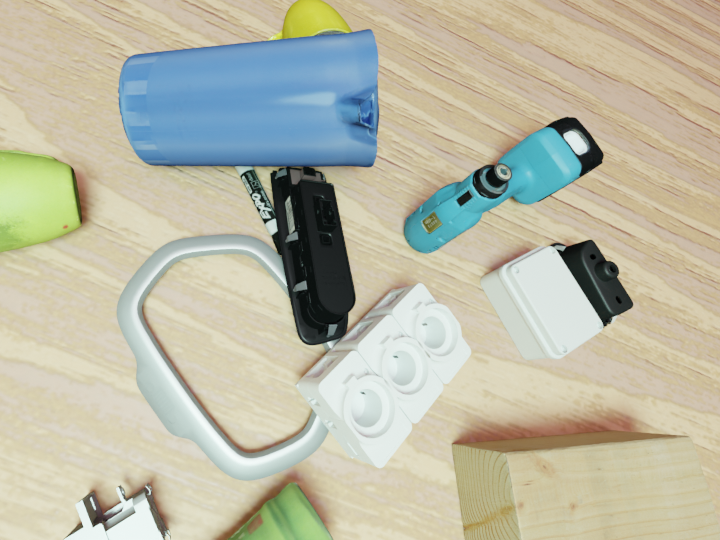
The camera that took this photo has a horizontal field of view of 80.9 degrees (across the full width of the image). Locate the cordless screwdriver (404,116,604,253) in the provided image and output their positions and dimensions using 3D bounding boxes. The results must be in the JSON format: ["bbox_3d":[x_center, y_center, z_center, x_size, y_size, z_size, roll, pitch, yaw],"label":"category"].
[{"bbox_3d":[0.176,-0.106,0.478,0.243,0.160,0.075,-28,84,-24],"label":"cordless screwdriver"}]

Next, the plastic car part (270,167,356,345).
[{"bbox_3d":[-0.042,-0.028,0.435,0.063,0.068,0.208,6,64,-35],"label":"plastic car part"}]

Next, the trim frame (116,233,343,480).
[{"bbox_3d":[-0.121,0.073,0.413,0.181,0.028,0.251,-38,85,-24],"label":"trim frame"}]

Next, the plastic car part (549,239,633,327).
[{"bbox_3d":[0.276,0.015,0.507,0.064,0.071,0.118,-18,80,-23],"label":"plastic car part"}]
